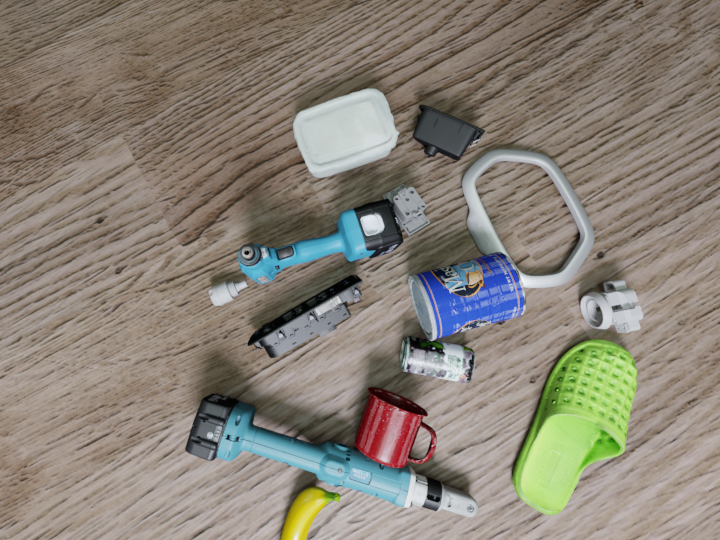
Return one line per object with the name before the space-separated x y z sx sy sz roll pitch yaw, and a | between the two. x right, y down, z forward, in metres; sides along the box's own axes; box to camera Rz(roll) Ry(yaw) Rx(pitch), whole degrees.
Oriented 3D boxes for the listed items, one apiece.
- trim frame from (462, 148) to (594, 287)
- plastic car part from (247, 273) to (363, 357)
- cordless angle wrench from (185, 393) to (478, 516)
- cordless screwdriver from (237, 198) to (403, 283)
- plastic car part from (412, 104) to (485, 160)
trim frame | 0.273 -0.091 0.703 0.183 0.027 0.252 -24 81 -3
plastic car part | -0.083 0.078 0.675 0.202 0.068 0.065 -26 108 -4
cordless angle wrench | -0.037 0.281 0.617 0.425 0.097 0.075 17 78 2
cordless screwdriver | -0.063 -0.041 0.644 0.248 0.158 0.075 -16 83 -4
plastic car part | 0.140 -0.227 0.723 0.119 0.065 0.071 25 96 9
